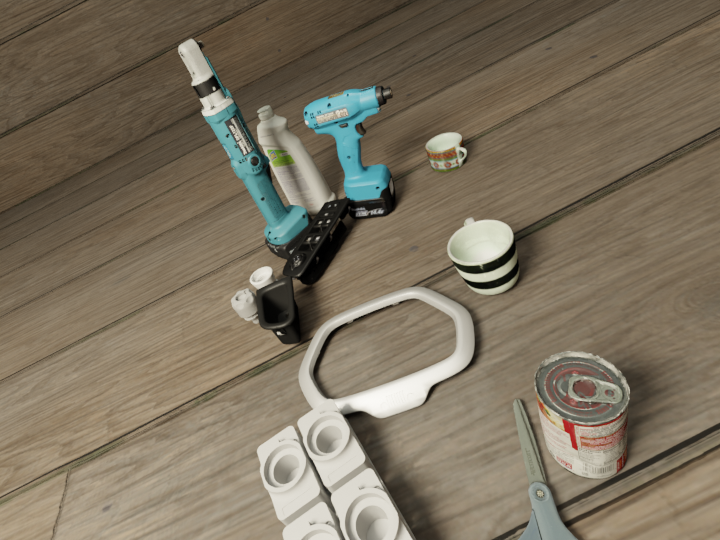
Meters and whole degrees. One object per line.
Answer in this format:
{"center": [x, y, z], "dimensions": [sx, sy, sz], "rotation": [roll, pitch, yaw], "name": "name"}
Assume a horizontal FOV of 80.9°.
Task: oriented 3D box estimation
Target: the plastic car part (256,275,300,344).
{"center": [-0.121, 0.074, 0.668], "dimensions": [0.066, 0.068, 0.122], "rotation": [-25, 36, 2], "name": "plastic car part"}

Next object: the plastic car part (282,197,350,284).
{"center": [-0.078, -0.051, 0.794], "dimensions": [0.069, 0.064, 0.203], "rotation": [3, 46, 34], "name": "plastic car part"}

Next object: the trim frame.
{"center": [0.029, 0.106, 0.572], "dimensions": [0.250, 0.026, 0.191], "rotation": [-22, 37, 7], "name": "trim frame"}

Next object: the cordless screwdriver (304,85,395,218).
{"center": [0.011, -0.219, 0.795], "dimensions": [0.165, 0.237, 0.075], "rotation": [-7, 39, 24], "name": "cordless screwdriver"}

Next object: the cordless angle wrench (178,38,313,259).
{"center": [-0.202, -0.199, 0.764], "dimensions": [0.097, 0.404, 0.079], "rotation": [-43, 38, -24], "name": "cordless angle wrench"}
